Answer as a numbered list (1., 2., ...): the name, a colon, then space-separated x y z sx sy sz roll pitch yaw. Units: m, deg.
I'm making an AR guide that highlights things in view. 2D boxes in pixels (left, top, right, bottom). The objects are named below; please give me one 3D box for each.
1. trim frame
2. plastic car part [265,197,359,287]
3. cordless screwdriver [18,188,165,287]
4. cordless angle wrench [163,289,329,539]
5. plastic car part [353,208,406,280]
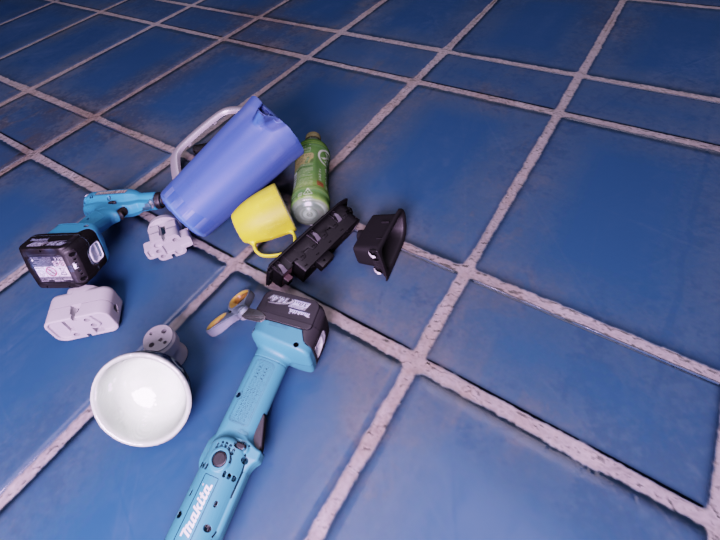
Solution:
1. trim frame: -0.289 -0.256 0.883 0.193 0.026 0.247 36 74 26
2. plastic car part: -0.067 -0.044 0.688 0.069 0.065 0.202 30 59 15
3. cordless screwdriver: -0.439 -0.073 0.727 0.160 0.072 0.256 -5 34 1
4. cordless angle wrench: -0.150 0.219 0.480 0.101 0.071 0.427 11 55 15
5. plastic car part: 0.026 -0.049 0.687 0.074 0.063 0.117 3 47 26
